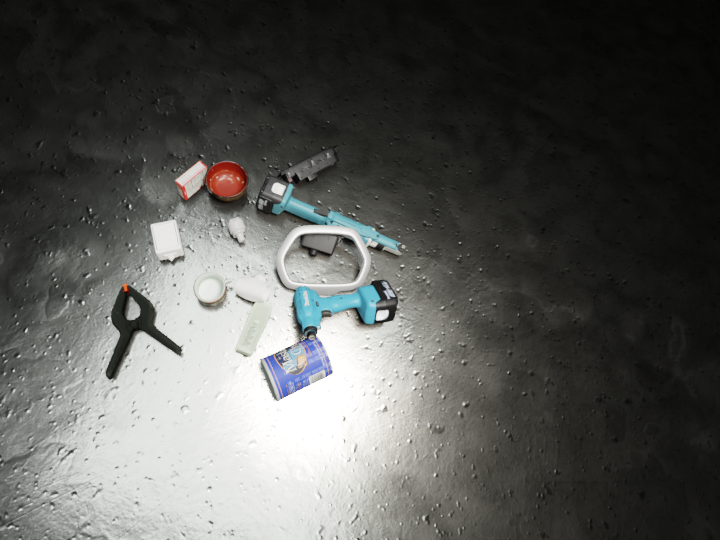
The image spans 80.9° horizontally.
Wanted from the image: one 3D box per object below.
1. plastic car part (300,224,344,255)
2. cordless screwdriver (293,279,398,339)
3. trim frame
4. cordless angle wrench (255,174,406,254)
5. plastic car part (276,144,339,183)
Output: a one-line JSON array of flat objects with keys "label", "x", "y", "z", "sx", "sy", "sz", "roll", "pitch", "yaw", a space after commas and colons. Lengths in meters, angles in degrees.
[{"label": "plastic car part", "x": -0.110, "y": -0.072, "z": 1.129, "sx": 0.116, "sy": 0.066, "sz": 0.071, "roll": 14, "pitch": 82, "yaw": -3}, {"label": "cordless screwdriver", "x": -0.033, "y": 0.098, "z": 1.031, "sx": 0.245, "sy": 0.072, "sz": 0.166, "roll": -4, "pitch": 37, "yaw": -11}, {"label": "trim frame", "x": -0.094, "y": -0.025, "z": 1.087, "sx": 0.244, "sy": 0.028, "sz": 0.183, "roll": 0, "pitch": 94, "yaw": -11}, {"label": "cordless angle wrench", "x": -0.073, "y": -0.132, "z": 1.146, "sx": 0.418, "sy": 0.098, "sz": 0.075, "roll": 23, "pitch": 67, "yaw": -6}, {"label": "plastic car part", "x": -0.137, "y": -0.299, "z": 1.209, "sx": 0.200, "sy": 0.067, "sz": 0.067, "roll": -37, "pitch": 92, "yaw": -21}]
